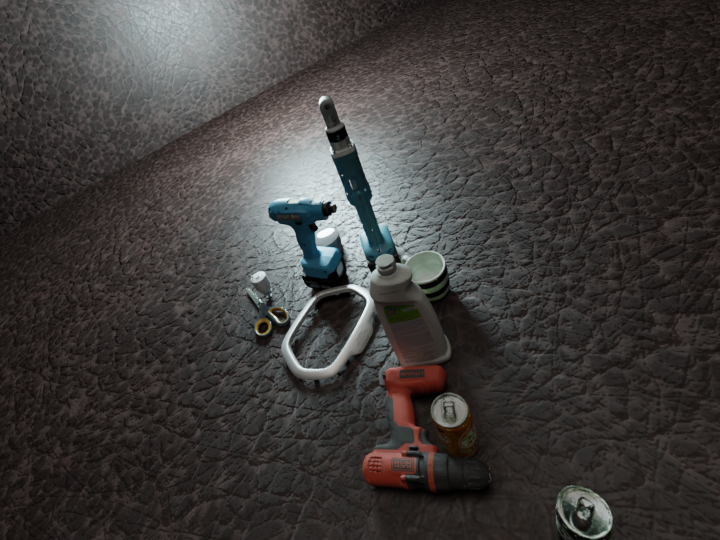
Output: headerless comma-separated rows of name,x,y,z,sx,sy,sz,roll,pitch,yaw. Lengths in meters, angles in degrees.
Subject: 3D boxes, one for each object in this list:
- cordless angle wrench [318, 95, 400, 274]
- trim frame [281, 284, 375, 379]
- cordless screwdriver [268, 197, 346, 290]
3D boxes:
cordless angle wrench,-0.005,-0.167,0.896,0.075,0.403,0.102,-18,38,6
trim frame,-0.066,0.125,0.903,0.193,0.026,0.248,8,50,34
cordless screwdriver,-0.094,-0.061,0.957,0.166,0.237,0.074,3,45,30
